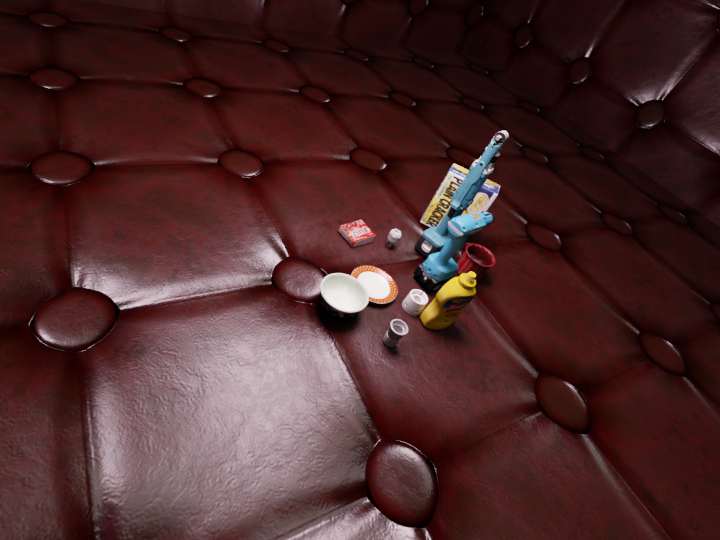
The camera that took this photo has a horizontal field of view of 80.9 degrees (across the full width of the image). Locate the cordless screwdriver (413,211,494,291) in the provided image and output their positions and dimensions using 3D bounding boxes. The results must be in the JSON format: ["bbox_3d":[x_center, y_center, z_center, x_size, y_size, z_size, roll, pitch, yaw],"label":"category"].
[{"bbox_3d":[0.256,-0.057,1.140,0.153,0.246,0.078,-17,57,-37],"label":"cordless screwdriver"}]

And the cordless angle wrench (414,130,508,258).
[{"bbox_3d":[0.282,-0.199,1.169,0.077,0.419,0.095,44,45,18],"label":"cordless angle wrench"}]
